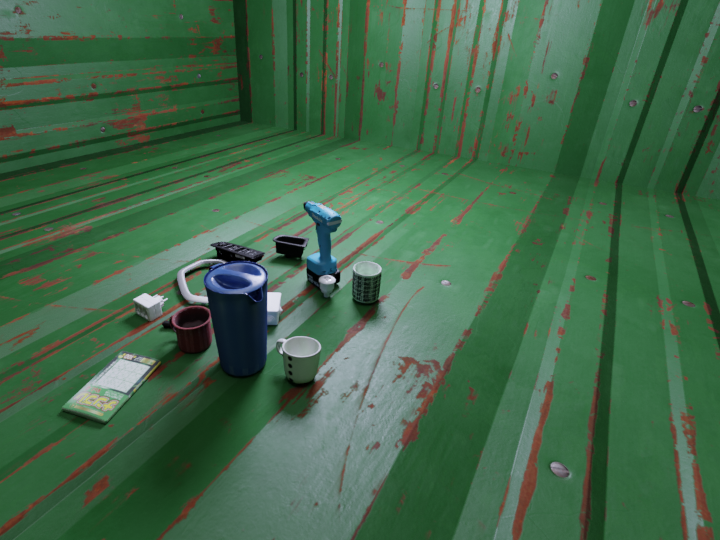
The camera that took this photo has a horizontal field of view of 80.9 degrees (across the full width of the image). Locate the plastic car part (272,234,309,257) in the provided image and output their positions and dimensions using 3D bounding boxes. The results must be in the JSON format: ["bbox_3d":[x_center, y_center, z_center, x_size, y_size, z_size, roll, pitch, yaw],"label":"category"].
[{"bbox_3d":[-0.236,-0.076,1.429,0.118,0.069,0.066,7,29,9],"label":"plastic car part"}]

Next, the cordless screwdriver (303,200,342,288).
[{"bbox_3d":[-0.124,-0.081,1.267,0.072,0.243,0.169,-16,34,-33],"label":"cordless screwdriver"}]

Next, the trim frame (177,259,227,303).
[{"bbox_3d":[-0.453,0.031,1.277,0.179,0.027,0.263,-14,33,-25],"label":"trim frame"}]

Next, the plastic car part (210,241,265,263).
[{"bbox_3d":[-0.406,-0.052,1.385,0.213,0.065,0.065,19,33,28],"label":"plastic car part"}]
